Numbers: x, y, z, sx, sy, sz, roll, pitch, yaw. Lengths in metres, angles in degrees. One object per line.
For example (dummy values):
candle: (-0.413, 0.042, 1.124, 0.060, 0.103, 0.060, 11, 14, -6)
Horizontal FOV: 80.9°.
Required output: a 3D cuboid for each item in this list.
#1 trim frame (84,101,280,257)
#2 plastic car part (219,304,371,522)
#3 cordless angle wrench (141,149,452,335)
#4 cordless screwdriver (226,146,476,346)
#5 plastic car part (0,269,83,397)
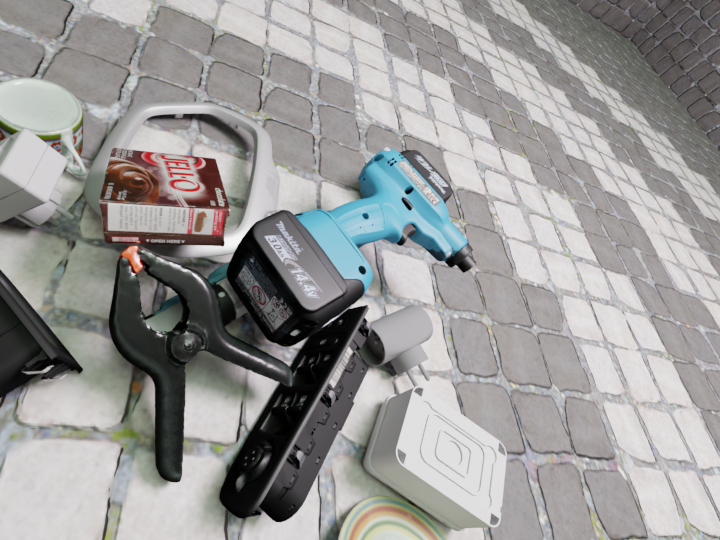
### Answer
trim frame: (-0.175, -0.108, 0.448, 0.180, 0.027, 0.257, 9, 46, -14)
plastic car part: (-0.044, 0.120, 0.366, 0.065, 0.069, 0.201, 59, 41, -21)
cordless angle wrench: (-0.045, -0.030, 0.463, 0.100, 0.075, 0.413, 49, 50, 7)
cordless screwdriver: (0.010, -0.018, 0.400, 0.161, 0.075, 0.243, 48, 48, 5)
plastic car part: (-0.262, 0.044, 0.290, 0.118, 0.066, 0.070, 42, 61, 5)
